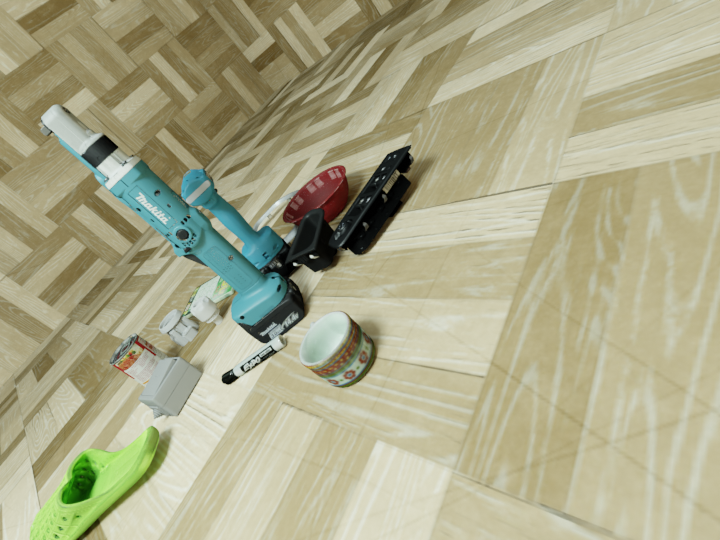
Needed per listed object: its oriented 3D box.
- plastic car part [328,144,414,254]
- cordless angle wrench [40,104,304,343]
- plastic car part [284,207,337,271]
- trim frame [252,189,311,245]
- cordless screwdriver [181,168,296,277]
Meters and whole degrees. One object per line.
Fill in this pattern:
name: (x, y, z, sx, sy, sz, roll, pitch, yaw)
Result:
plastic car part: (0.022, -0.103, 0.668, 0.202, 0.064, 0.069, -53, 29, -16)
cordless angle wrench: (-0.243, -0.057, 0.587, 0.098, 0.405, 0.077, -39, 26, 8)
plastic car part: (-0.068, -0.045, 0.699, 0.068, 0.068, 0.118, -24, 34, 32)
trim frame: (-0.186, -0.104, 0.963, 0.186, 0.026, 0.257, -35, 30, 15)
cordless screwdriver: (-0.223, -0.087, 0.771, 0.074, 0.238, 0.166, -43, 27, -1)
